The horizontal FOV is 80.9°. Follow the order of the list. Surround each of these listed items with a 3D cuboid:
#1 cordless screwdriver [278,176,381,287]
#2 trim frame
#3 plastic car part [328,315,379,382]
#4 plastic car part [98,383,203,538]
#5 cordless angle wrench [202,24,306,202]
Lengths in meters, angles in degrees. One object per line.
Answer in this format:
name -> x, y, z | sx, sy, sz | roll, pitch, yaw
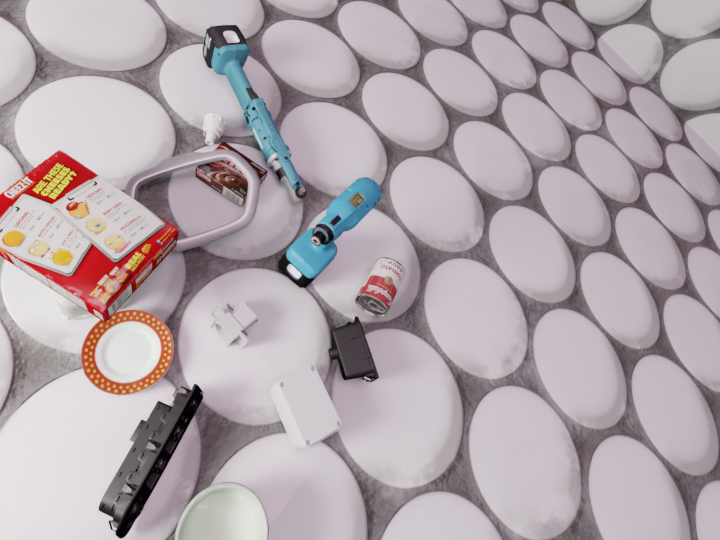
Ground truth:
cordless screwdriver -> -0.071, -0.046, 0.722 | 0.074, 0.251, 0.157 | 44, 51, -3
trim frame -> -0.305, -0.135, 0.776 | 0.244, 0.027, 0.187 | -23, 81, -15
plastic car part -> -0.020, 0.150, 0.764 | 0.070, 0.065, 0.120 | -16, 69, -15
plastic car part -> -0.294, 0.254, 0.591 | 0.067, 0.066, 0.205 | 20, 59, -4
cordless angle wrench -> -0.220, -0.331, 0.909 | 0.072, 0.099, 0.430 | -21, 79, -32
